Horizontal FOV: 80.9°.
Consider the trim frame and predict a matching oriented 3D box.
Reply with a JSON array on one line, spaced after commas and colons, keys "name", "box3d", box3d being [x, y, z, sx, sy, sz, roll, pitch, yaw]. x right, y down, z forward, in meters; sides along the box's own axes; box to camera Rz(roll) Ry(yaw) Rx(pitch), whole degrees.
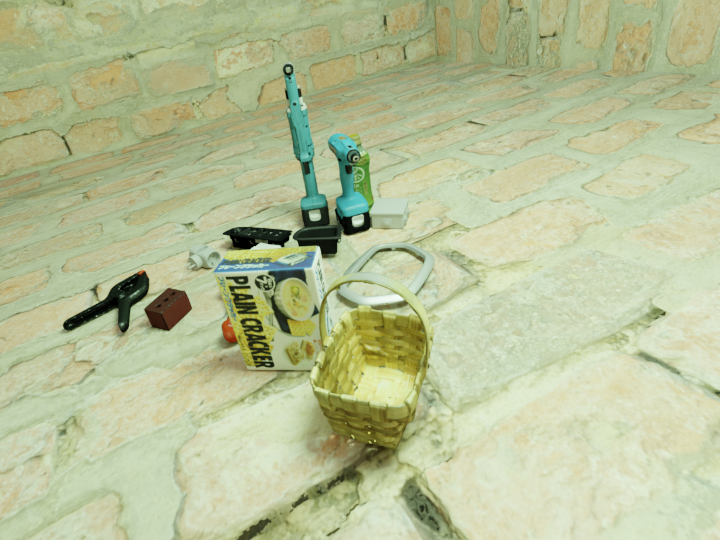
[{"name": "trim frame", "box3d": [0.054, 0.002, 0.912, 0.193, 0.026, 0.246, 9, 38, 27]}]

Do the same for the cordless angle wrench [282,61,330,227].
[{"name": "cordless angle wrench", "box3d": [-0.147, -0.314, 1.095, 0.074, 0.408, 0.101, -8, 31, 0]}]

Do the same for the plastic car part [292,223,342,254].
[{"name": "plastic car part", "box3d": [-0.100, -0.065, 1.019, 0.118, 0.068, 0.067, -6, 32, 7]}]

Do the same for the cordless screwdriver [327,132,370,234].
[{"name": "cordless screwdriver", "box3d": [-0.024, -0.206, 1.052, 0.073, 0.240, 0.167, -15, 32, -11]}]

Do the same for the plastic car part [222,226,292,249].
[{"name": "plastic car part", "box3d": [-0.267, -0.080, 1.093, 0.213, 0.065, 0.065, 12, 38, 30]}]
